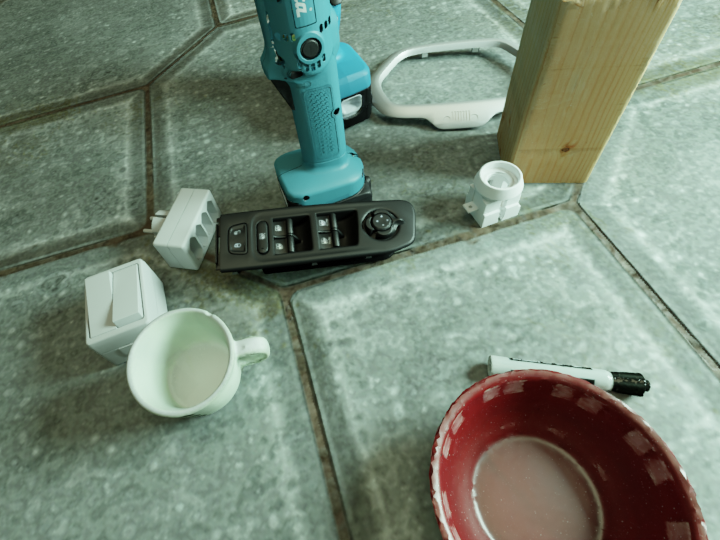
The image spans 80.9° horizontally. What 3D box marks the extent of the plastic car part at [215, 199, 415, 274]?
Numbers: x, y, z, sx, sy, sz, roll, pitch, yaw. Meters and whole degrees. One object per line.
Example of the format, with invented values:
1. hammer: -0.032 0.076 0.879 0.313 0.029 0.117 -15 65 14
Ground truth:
1. plastic car part: -0.043 -0.028 0.437 0.204 0.064 0.068 -8 56 3

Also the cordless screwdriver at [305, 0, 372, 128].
1. cordless screwdriver: -0.028 -0.273 0.494 0.073 0.239 0.167 -24 58 -11

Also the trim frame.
1. trim frame: 0.132 -0.268 0.594 0.252 0.026 0.189 -1 56 8

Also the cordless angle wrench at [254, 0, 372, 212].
1. cordless angle wrench: -0.050 -0.187 0.338 0.097 0.407 0.078 -19 58 -8
